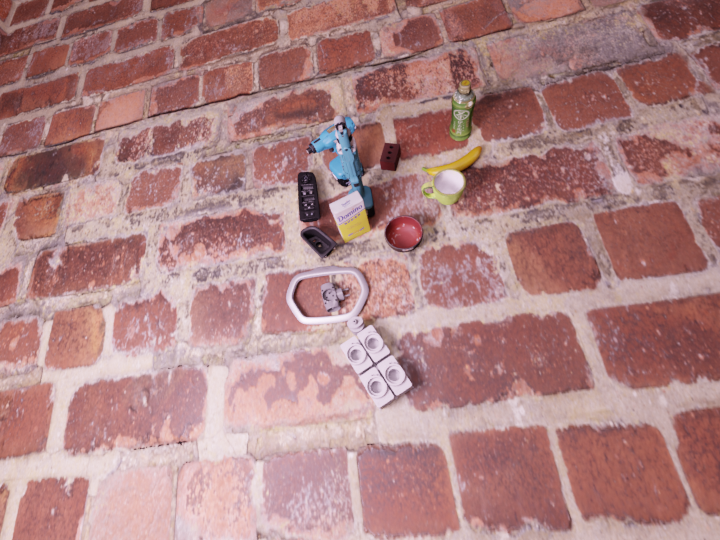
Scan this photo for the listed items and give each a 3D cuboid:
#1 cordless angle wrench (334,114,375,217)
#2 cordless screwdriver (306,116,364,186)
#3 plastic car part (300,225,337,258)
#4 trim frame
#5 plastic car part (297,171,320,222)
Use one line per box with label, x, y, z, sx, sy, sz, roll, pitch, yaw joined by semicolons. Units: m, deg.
cordless angle wrench;-0.022;-0.282;1.181;0.075;0.406;0.101;-9;66;5
cordless screwdriver;-0.076;-0.353;1.320;0.159;0.239;0.077;-34;66;-5
plastic car part;-0.128;-0.084;1.306;0.066;0.068;0.122;-44;65;-9
trim frame;-0.099;0.068;1.253;0.252;0.026;0.189;-9;64;10
plastic car part;-0.168;-0.238;1.388;0.067;0.064;0.209;-12;64;6
